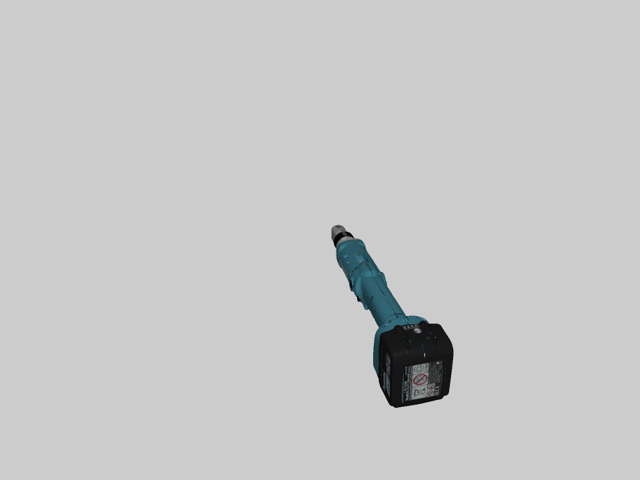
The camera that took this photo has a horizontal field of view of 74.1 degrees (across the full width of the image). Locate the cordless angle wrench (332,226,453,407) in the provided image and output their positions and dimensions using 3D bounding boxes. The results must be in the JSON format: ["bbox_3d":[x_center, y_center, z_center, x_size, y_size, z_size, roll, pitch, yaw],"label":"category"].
[{"bbox_3d":[0.074,0.068,0.663,0.074,0.098,0.422,-7,27,-9],"label":"cordless angle wrench"}]
